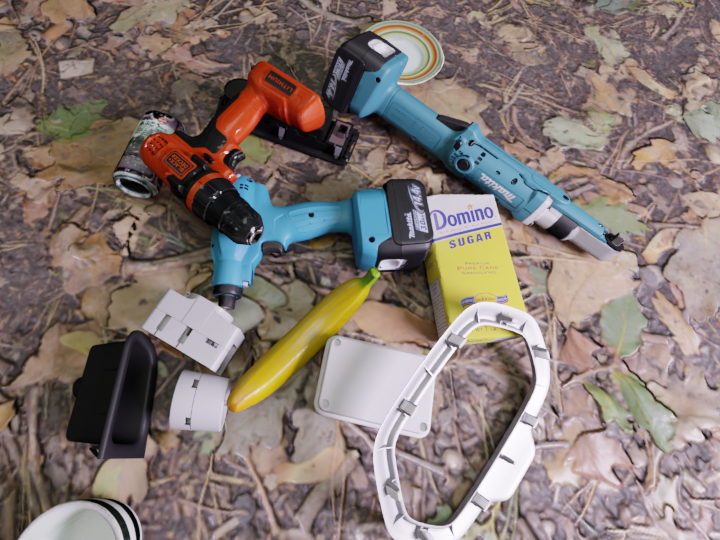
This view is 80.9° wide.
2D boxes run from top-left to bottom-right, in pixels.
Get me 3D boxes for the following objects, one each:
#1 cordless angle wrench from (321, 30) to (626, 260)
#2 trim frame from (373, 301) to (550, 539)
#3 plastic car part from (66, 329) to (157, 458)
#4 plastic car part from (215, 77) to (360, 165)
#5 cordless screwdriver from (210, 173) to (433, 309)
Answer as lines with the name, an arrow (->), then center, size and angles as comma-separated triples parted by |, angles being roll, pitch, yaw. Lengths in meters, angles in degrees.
cordless angle wrench -> 0.141, -0.150, 0.545 | 0.430, 0.097, 0.073 | 39, 51, 8
trim frame -> 0.108, 0.144, 0.400 | 0.247, 0.029, 0.177 | -49, 115, -20
plastic car part -> -0.250, 0.123, 0.418 | 0.072, 0.063, 0.120 | -8, 64, 6
plastic car part -> -0.103, -0.207, 0.568 | 0.206, 0.066, 0.067 | 19, 74, 7
cordless screwdriver -> -0.048, -0.031, 0.487 | 0.249, 0.072, 0.163 | 1, 67, 1
